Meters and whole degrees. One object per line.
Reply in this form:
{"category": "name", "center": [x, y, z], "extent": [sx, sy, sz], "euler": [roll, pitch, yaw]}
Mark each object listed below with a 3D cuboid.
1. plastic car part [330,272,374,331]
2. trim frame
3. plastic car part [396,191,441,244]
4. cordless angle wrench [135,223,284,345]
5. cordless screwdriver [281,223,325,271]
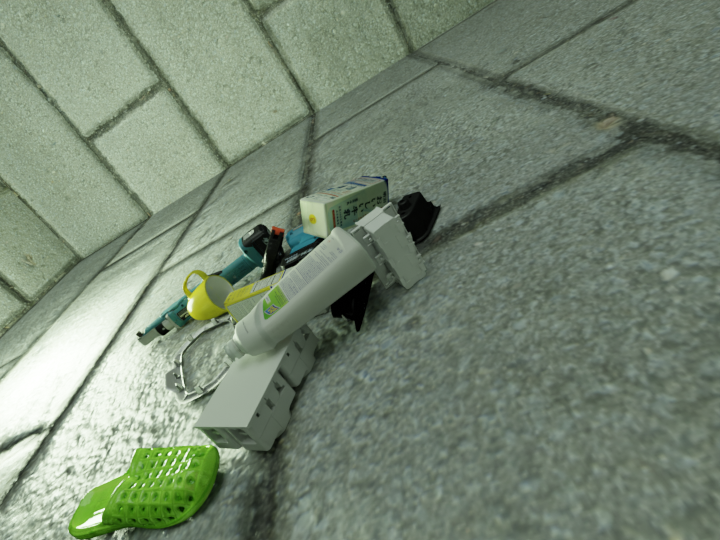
{"category": "plastic car part", "center": [-0.011, 0.011, 0.702], "extent": [0.068, 0.064, 0.207], "euler": [0, 39, 7]}
{"category": "trim frame", "center": [-0.308, 0.164, 0.839], "extent": [0.183, 0.026, 0.261], "euler": [-40, 30, -9]}
{"category": "plastic car part", "center": [0.095, -0.104, 0.782], "extent": [0.068, 0.068, 0.116], "euler": [-15, 29, 36]}
{"category": "cordless angle wrench", "center": [-0.376, 0.051, 1.037], "extent": [0.424, 0.094, 0.077], "euler": [-37, 25, 3]}
{"category": "cordless screwdriver", "center": [-0.089, -0.058, 0.907], "extent": [0.160, 0.072, 0.256], "euler": [-28, 25, 7]}
